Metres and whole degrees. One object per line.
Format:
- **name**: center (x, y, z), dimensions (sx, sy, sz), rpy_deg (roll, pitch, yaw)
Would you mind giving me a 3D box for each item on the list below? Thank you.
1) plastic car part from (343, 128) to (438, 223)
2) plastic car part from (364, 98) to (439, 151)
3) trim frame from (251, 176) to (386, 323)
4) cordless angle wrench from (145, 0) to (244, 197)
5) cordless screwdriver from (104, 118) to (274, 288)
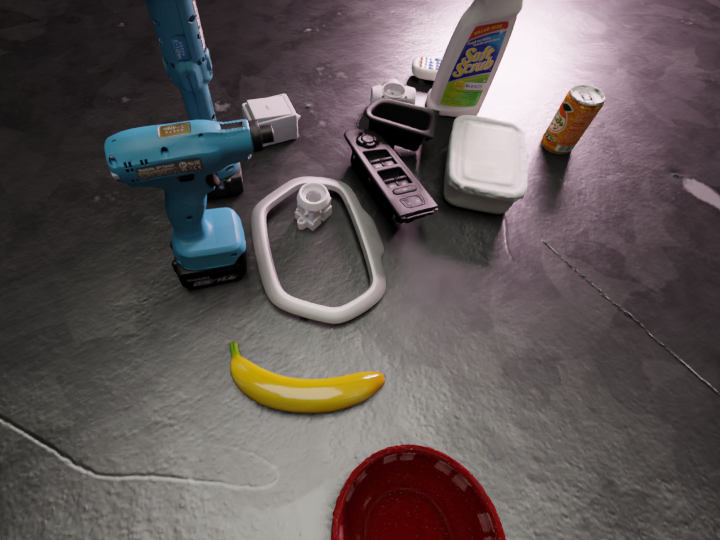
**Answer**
- **plastic car part**: center (0.037, -0.145, 0.652), dimensions (0.065, 0.065, 0.212), rpy_deg (-20, 61, -15)
- **plastic car part**: center (0.063, -0.237, 0.708), dimensions (0.118, 0.069, 0.067), rpy_deg (16, 59, 8)
- **trim frame**: center (-0.059, -0.039, 0.608), dimensions (0.182, 0.027, 0.258), rpy_deg (-14, 59, -9)
- **cordless angle wrench**: center (-0.210, -0.253, 0.514), dimensions (0.073, 0.413, 0.101), rpy_deg (-9, 61, -11)
- **cordless screwdriver**: center (-0.174, -0.075, 0.503), dimensions (0.157, 0.243, 0.077), rpy_deg (-12, 61, -11)
